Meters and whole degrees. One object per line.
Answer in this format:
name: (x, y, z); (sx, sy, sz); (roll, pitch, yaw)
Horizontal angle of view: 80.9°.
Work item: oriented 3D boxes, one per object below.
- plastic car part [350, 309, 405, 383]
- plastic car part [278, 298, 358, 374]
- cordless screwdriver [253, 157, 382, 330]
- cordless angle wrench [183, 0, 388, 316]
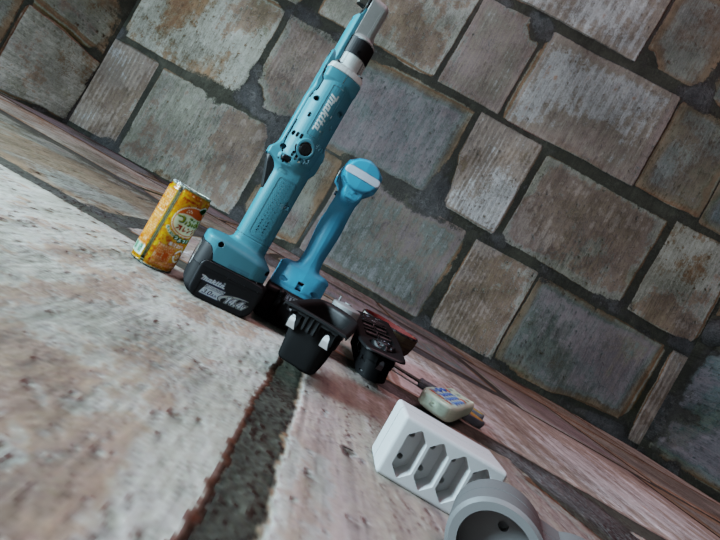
plastic car part: (0.013, 0.107, 0.605); (0.066, 0.067, 0.204); (30, 0, -7)
plastic car part: (-0.046, 0.071, 0.433); (0.068, 0.071, 0.114); (30, 0, 10)
cordless screwdriver: (-0.059, -0.038, 0.599); (0.073, 0.249, 0.162); (30, 0, -10)
cordless angle wrench: (-0.077, -0.149, 0.526); (0.094, 0.423, 0.077); (30, 0, -21)
